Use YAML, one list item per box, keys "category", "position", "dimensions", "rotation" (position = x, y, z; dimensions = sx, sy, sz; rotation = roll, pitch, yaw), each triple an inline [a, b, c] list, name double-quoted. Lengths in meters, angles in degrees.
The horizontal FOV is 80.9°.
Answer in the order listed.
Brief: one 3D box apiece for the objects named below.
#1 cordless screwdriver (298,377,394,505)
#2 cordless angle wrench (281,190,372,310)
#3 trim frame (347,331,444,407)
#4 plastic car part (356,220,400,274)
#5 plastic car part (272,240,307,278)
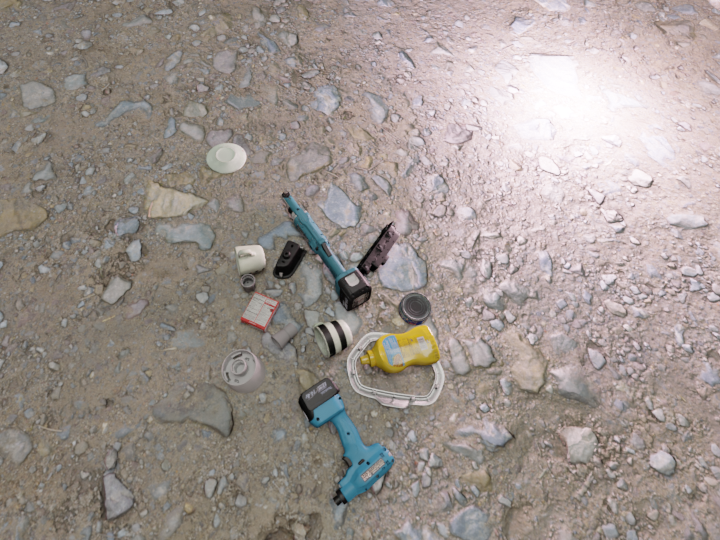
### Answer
- category: "cordless screwdriver"
  position: [-0.058, 0.387, 0.973]
  dimensions: [0.157, 0.073, 0.257]
  rotation: [-35, 72, -19]
- category: "cordless angle wrench"
  position: [-0.119, -0.078, 1.218]
  dimensions: [0.073, 0.095, 0.442]
  rotation: [-28, 62, -18]
- category: "trim frame"
  position: [0.089, 0.251, 1.074]
  dimensions: [0.249, 0.027, 0.187]
  rotation: [9, 63, 1]
- category: "plastic car part"
  position: [0.057, -0.061, 1.222]
  dimensions: [0.067, 0.066, 0.203]
  rotation: [31, 64, 0]
- category: "plastic car part"
  position: [-0.205, -0.037, 1.197]
  dimensions: [0.067, 0.069, 0.117]
  rotation: [21, 60, 8]
